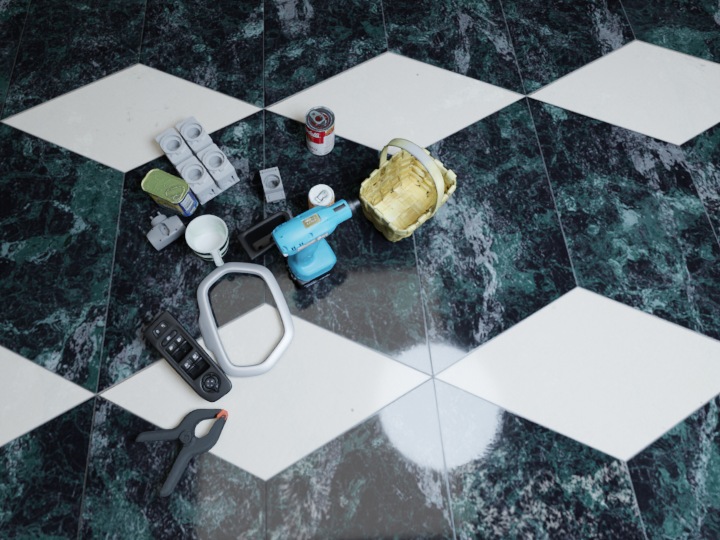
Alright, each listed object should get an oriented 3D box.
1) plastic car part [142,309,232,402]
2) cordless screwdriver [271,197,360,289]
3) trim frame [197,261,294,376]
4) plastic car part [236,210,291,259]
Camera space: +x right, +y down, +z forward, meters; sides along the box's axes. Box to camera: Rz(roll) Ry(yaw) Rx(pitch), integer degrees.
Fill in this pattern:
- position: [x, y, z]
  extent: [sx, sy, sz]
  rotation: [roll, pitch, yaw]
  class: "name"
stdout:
- position: [-0.330, 0.172, 0.824]
  extent: [0.208, 0.066, 0.066]
  rotation: [42, 75, 14]
  class: "plastic car part"
- position: [-0.079, -0.052, 0.808]
  extent: [0.158, 0.244, 0.076]
  rotation: [-29, 77, -12]
  class: "cordless screwdriver"
- position: [-0.242, 0.095, 0.872]
  extent: [0.182, 0.027, 0.256]
  rotation: [-24, 72, -8]
  class: "trim frame"
- position: [-0.195, -0.070, 0.909]
  extent: [0.115, 0.069, 0.068]
  rotation: [-33, 76, -12]
  class: "plastic car part"
